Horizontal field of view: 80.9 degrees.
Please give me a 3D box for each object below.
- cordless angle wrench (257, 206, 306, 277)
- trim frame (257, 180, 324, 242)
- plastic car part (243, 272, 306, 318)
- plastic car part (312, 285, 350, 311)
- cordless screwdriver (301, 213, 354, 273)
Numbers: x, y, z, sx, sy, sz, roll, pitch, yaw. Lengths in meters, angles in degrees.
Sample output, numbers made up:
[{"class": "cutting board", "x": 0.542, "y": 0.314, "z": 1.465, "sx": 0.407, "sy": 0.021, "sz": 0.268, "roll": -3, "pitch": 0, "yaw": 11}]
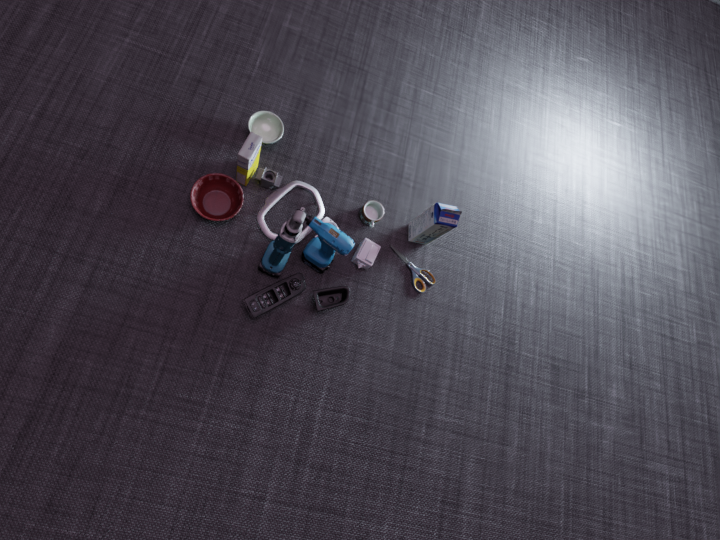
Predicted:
[{"class": "cordless angle wrench", "x": -0.209, "y": -0.073, "z": 1.152, "sx": 0.073, "sy": 0.427, "sz": 0.099, "roll": 26, "pitch": 69, "yaw": -12}, {"class": "trim frame", "x": -0.228, "y": -0.195, "z": 1.401, "sx": 0.184, "sy": 0.028, "sz": 0.247, "roll": 41, "pitch": 67, "yaw": 0}, {"class": "plastic car part", "x": -0.256, "y": 0.075, "z": 1.286, "sx": 0.199, "sy": 0.067, "sz": 0.067, "roll": -29, "pitch": 85, "yaw": -22}, {"class": "plastic car part", "x": -0.093, "y": 0.089, "z": 1.323, "sx": 0.114, "sy": 0.071, "sz": 0.067, "roll": -10, "pitch": 78, "yaw": -19}, {"class": "cordless screwdriver", "x": -0.124, "y": -0.081, "z": 1.272, "sx": 0.158, "sy": 0.251, "sz": 0.074, "roll": 38, "pitch": 67, "yaw": -6}]
